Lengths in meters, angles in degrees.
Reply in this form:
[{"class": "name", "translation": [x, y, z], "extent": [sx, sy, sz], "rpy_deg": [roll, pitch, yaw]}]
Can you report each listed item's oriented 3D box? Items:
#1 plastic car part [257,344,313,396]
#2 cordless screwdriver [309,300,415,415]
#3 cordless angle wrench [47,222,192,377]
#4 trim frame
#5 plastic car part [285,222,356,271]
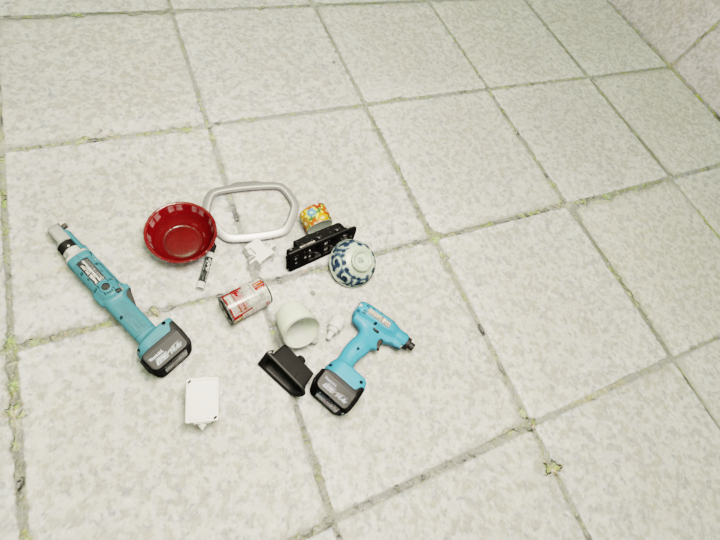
[{"class": "plastic car part", "translation": [-0.150, 0.206, 0.901], "extent": [0.118, 0.066, 0.070], "rpy_deg": [39, 47, 4]}, {"class": "cordless screwdriver", "translation": [0.009, 0.201, 0.928], "extent": [0.161, 0.074, 0.248], "rpy_deg": [33, 57, 4]}, {"class": "cordless angle wrench", "translation": [-0.529, 0.044, 0.894], "extent": [0.433, 0.073, 0.097], "rpy_deg": [41, 61, 13]}, {"class": "trim frame", "translation": [-0.278, -0.156, 1.079], "extent": [0.243, 0.027, 0.190], "rpy_deg": [-11, 67, -16]}, {"class": "plastic car part", "translation": [-0.103, -0.067, 1.055], "extent": [0.198, 0.064, 0.071], "rpy_deg": [-22, 46, -21]}]
